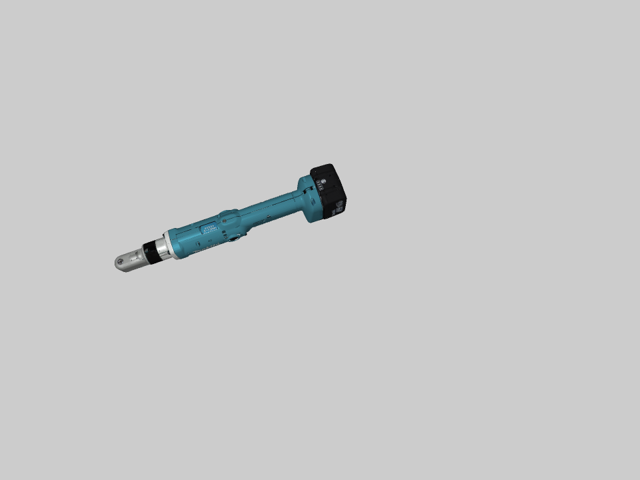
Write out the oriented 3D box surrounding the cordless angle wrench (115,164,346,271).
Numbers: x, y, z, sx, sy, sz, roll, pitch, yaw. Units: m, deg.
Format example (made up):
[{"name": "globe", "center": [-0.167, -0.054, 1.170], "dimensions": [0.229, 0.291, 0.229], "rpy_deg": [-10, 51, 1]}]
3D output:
[{"name": "cordless angle wrench", "center": [-0.163, -0.026, 0.768], "dimensions": [0.423, 0.074, 0.098], "rpy_deg": [-20, -15, -6]}]
